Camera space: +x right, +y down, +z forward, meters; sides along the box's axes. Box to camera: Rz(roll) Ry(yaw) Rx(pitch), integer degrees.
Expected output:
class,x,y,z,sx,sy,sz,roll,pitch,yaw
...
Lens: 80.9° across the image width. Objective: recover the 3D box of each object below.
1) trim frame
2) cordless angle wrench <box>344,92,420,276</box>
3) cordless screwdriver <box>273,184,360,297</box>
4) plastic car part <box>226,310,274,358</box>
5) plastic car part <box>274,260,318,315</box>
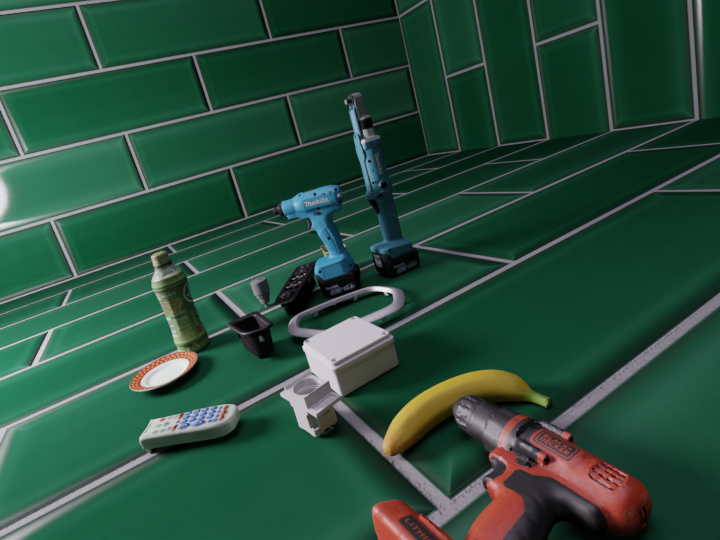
class,x,y,z,sx,sy,sz,roll,pitch,yaw
trim frame,-0.026,0.082,0.842,0.243,0.027,0.192,-23,19,-19
cordless angle wrench,0.041,-0.195,0.977,0.096,0.414,0.077,-21,15,-21
cordless screwdriver,-0.096,-0.062,0.977,0.161,0.243,0.075,-13,14,10
plastic car part,-0.195,0.126,0.788,0.064,0.069,0.122,-24,19,-26
plastic car part,-0.145,0.045,0.989,0.068,0.065,0.203,-11,18,15
